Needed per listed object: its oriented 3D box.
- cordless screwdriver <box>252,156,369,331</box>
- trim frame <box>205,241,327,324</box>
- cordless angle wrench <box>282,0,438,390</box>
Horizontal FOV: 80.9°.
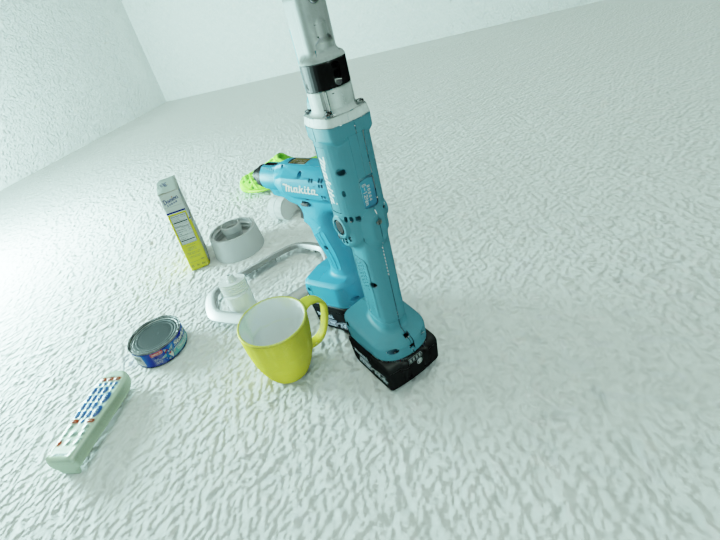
[{"bbox_3d":[-0.056,-0.037,0.577,0.168,0.239,0.073,14,42,38],"label":"cordless screwdriver"},{"bbox_3d":[-0.151,0.017,0.733,0.244,0.026,0.195,-36,38,-25],"label":"trim frame"},{"bbox_3d":[-0.001,-0.055,0.427,0.073,0.406,0.104,-30,35,-22],"label":"cordless angle wrench"}]
